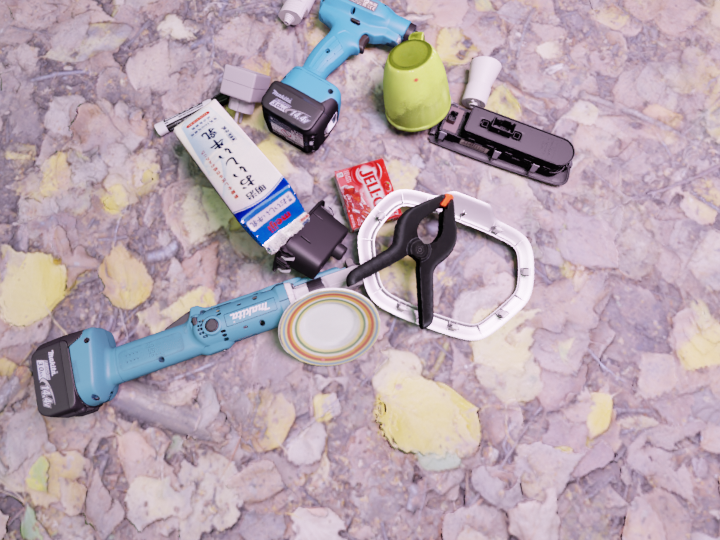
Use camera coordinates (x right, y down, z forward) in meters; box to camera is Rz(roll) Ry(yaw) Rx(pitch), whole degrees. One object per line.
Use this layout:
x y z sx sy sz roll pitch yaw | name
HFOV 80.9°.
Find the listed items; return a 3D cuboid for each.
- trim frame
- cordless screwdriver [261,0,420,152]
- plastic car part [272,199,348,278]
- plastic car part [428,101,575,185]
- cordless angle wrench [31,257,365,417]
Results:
0.116 -0.011 0.567 0.248 0.027 0.184 21 86 0 | trim frame
-0.027 -0.288 0.610 0.161 0.073 0.249 26 79 5 | cordless screwdriver
-0.055 -0.036 0.559 0.072 0.065 0.116 37 60 5 | plastic car part
0.206 -0.184 0.591 0.204 0.066 0.066 24 76 3 | plastic car part
-0.191 0.074 0.554 0.419 0.073 0.100 -19 74 -7 | cordless angle wrench
